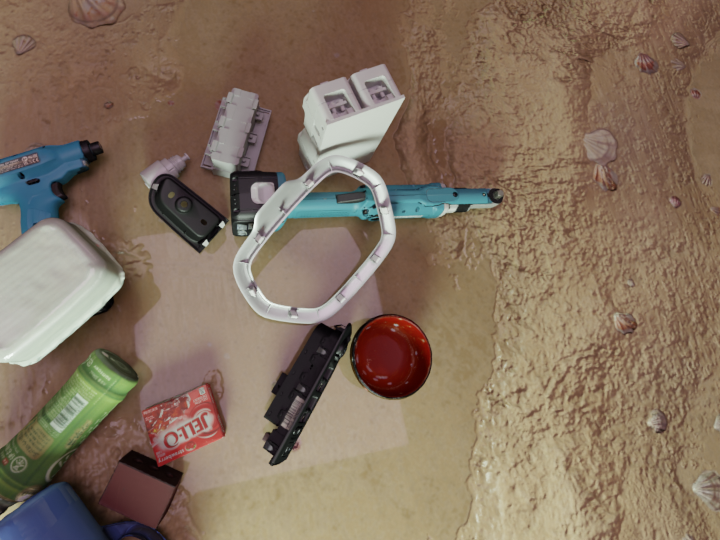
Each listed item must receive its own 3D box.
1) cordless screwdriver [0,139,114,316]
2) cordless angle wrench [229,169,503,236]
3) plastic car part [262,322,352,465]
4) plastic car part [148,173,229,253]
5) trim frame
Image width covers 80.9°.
[{"bbox_3d":[-0.402,-0.059,0.576,0.157,0.074,0.253,-24,79,-12],"label":"cordless screwdriver"},{"bbox_3d":[0.020,-0.104,0.638,0.415,0.098,0.075,-3,80,-13],"label":"cordless angle wrench"},{"bbox_3d":[-0.076,0.155,0.578,0.070,0.063,0.203,27,75,25],"label":"plastic car part"},{"bbox_3d":[-0.241,-0.084,0.586,0.112,0.074,0.066,44,74,-22],"label":"plastic car part"},{"bbox_3d":[-0.055,-0.036,0.567,0.178,0.028,0.248,43,88,-20],"label":"trim frame"}]
